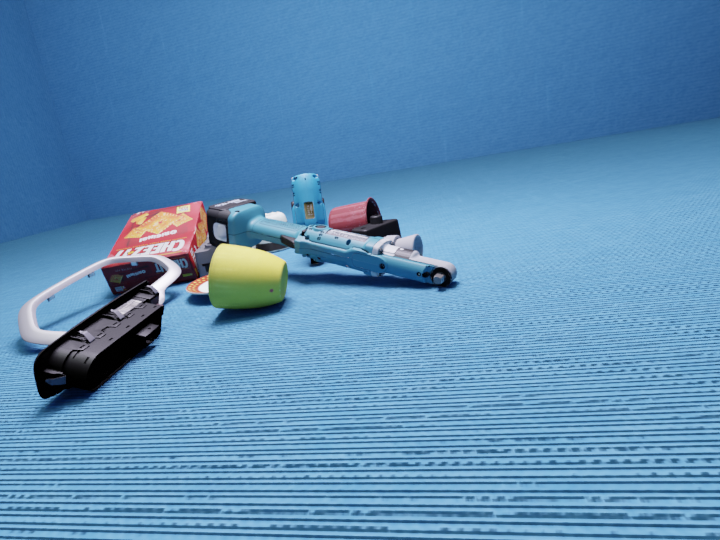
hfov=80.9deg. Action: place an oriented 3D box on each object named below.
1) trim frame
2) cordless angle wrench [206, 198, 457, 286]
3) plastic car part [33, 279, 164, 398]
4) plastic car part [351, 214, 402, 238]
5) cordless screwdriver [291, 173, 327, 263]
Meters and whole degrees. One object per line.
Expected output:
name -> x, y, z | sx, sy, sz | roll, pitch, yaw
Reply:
trim frame -> -0.396, 0.036, 0.656 | 0.191, 0.027, 0.247 | 10, 31, 18
cordless angle wrench -> -0.063, -0.041, 0.649 | 0.444, 0.073, 0.095 | 15, 26, 31
plastic car part -> -0.279, 0.079, 0.484 | 0.068, 0.066, 0.203 | 18, 17, 2
plastic car part -> 0.027, -0.059, 0.732 | 0.113, 0.069, 0.069 | -26, 22, -37
cordless screwdriver -> -0.100, -0.090, 0.847 | 0.074, 0.159, 0.249 | -7, -1, -6
